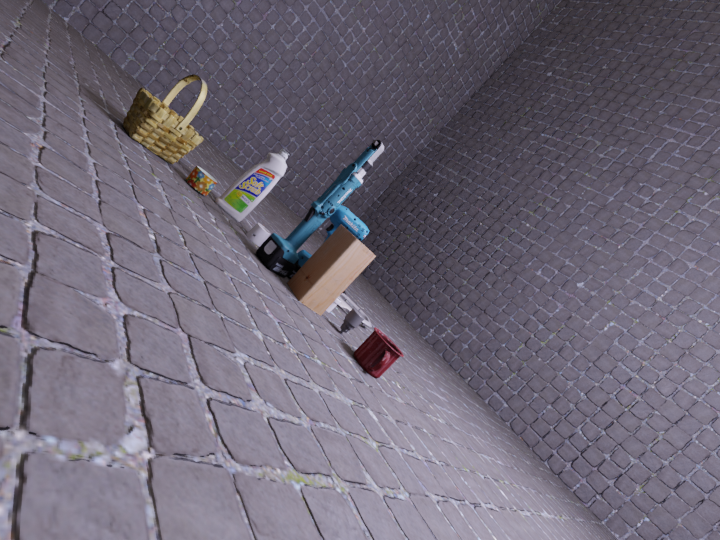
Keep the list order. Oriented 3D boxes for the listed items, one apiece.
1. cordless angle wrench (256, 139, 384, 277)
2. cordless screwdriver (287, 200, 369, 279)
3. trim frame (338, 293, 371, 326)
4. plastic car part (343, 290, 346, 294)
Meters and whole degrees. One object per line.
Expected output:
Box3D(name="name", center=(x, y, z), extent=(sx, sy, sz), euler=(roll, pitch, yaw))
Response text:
Box3D(name="cordless angle wrench", center=(-0.090, -0.165, 1.077), extent=(0.078, 0.423, 0.093), euler=(46, 5, 33))
Box3D(name="cordless screwdriver", center=(-0.114, -0.075, 1.167), extent=(0.158, 0.249, 0.075), euler=(43, 4, -5))
Box3D(name="trim frame", center=(-0.053, 0.111, 1.465), extent=(0.259, 0.027, 0.176), euler=(44, 3, 24))
Box3D(name="plastic car part", center=(-0.097, 0.053, 1.291), extent=(0.064, 0.071, 0.120), euler=(42, 4, -20))
